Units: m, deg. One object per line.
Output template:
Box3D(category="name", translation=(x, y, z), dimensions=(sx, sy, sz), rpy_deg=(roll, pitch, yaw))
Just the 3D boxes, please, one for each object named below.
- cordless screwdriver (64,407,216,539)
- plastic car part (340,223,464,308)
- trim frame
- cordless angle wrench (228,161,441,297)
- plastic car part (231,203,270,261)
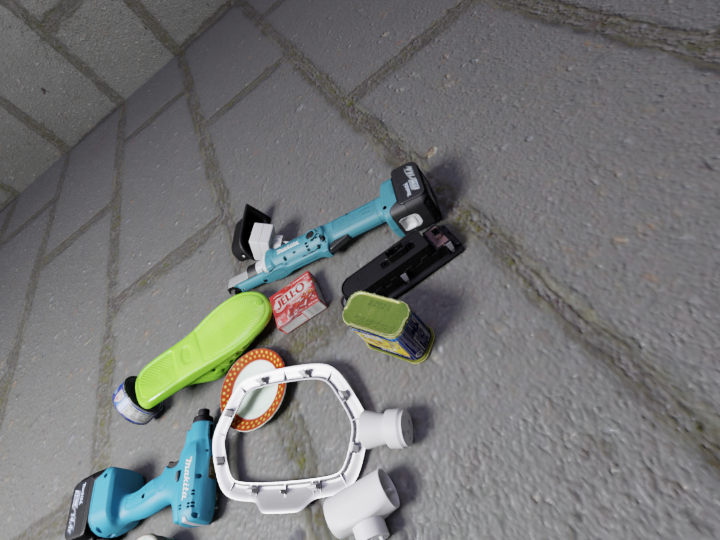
Box3D(category="cordless screwdriver", translation=(-0.330, 0.324, 0.660), dimensions=(0.253, 0.070, 0.165), rpy_deg=(-23, 48, 15))
Box3D(category="plastic car part", translation=(0.050, -0.002, 0.638), dimensions=(0.204, 0.063, 0.070), rpy_deg=(-38, 52, 10))
Box3D(category="trim frame", translation=(-0.107, 0.227, 0.585), dimensions=(0.255, 0.026, 0.189), rpy_deg=(-14, 60, 19))
Box3D(category="cordless angle wrench", translation=(-0.074, -0.048, 0.752), dimensions=(0.432, 0.070, 0.101), rpy_deg=(-24, 48, 22))
Box3D(category="plastic car part", translation=(-0.244, -0.070, 0.898), dimensions=(0.073, 0.062, 0.119), rpy_deg=(-21, 50, 41))
